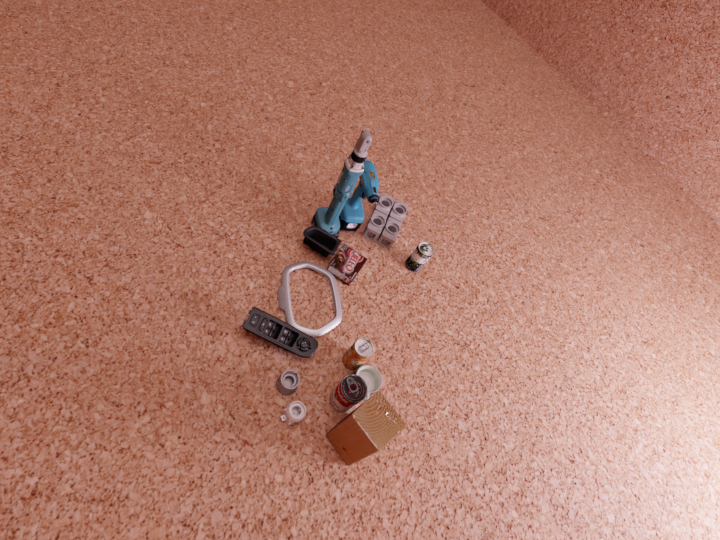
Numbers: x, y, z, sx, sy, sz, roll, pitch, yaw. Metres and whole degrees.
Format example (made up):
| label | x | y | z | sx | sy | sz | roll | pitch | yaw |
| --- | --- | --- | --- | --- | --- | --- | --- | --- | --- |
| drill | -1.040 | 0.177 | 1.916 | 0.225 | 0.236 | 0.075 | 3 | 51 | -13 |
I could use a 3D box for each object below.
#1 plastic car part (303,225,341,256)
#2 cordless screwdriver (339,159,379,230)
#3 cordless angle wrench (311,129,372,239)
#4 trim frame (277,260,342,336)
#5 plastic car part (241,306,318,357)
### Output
| label | x | y | z | sx | sy | sz | roll | pitch | yaw |
| --- | --- | --- | --- | --- | --- | --- | --- | --- | --- |
| plastic car part | -0.129 | -0.085 | 1.323 | 0.117 | 0.070 | 0.066 | 29 | 52 | 2 |
| cordless screwdriver | -0.005 | -0.210 | 1.341 | 0.072 | 0.248 | 0.165 | 3 | 57 | -21 |
| cordless angle wrench | -0.052 | -0.236 | 1.234 | 0.072 | 0.421 | 0.101 | 0 | 59 | -23 |
| trim frame | -0.148 | 0.078 | 1.230 | 0.179 | 0.027 | 0.258 | 0 | 56 | -19 |
| plastic car part | -0.212 | 0.175 | 1.115 | 0.203 | 0.066 | 0.067 | 25 | 52 | -1 |
